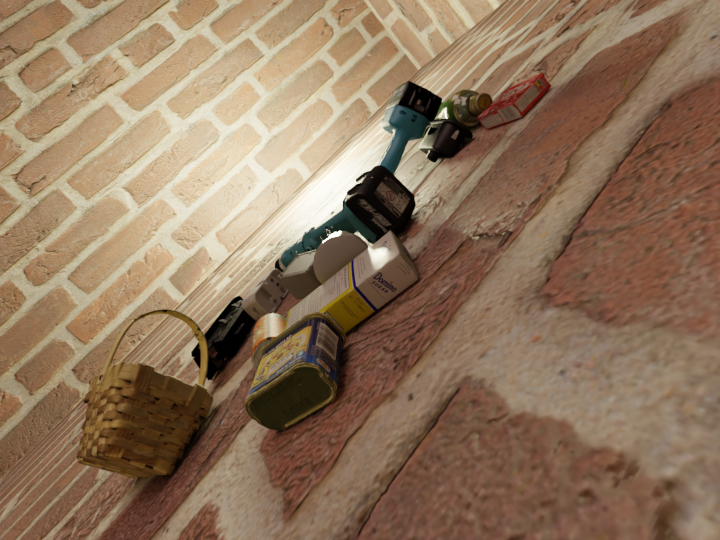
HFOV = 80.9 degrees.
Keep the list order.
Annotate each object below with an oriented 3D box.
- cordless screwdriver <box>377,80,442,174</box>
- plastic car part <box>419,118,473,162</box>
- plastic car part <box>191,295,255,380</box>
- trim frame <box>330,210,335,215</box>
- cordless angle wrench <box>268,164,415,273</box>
[{"bbox_3d":[0.054,-0.225,0.816,0.248,0.072,0.164,-67,17,1],"label":"cordless screwdriver"},{"bbox_3d":[0.145,-0.232,0.774,0.071,0.064,0.120,-56,17,9],"label":"plastic car part"},{"bbox_3d":[-0.247,0.112,0.817,0.068,0.064,0.205,-27,22,19],"label":"plastic car part"},{"bbox_3d":[-0.074,-0.092,0.968,0.184,0.027,0.256,-44,19,1],"label":"trim frame"},{"bbox_3d":[-0.076,-0.050,0.780,0.434,0.095,0.074,-26,25,52],"label":"cordless angle wrench"}]
